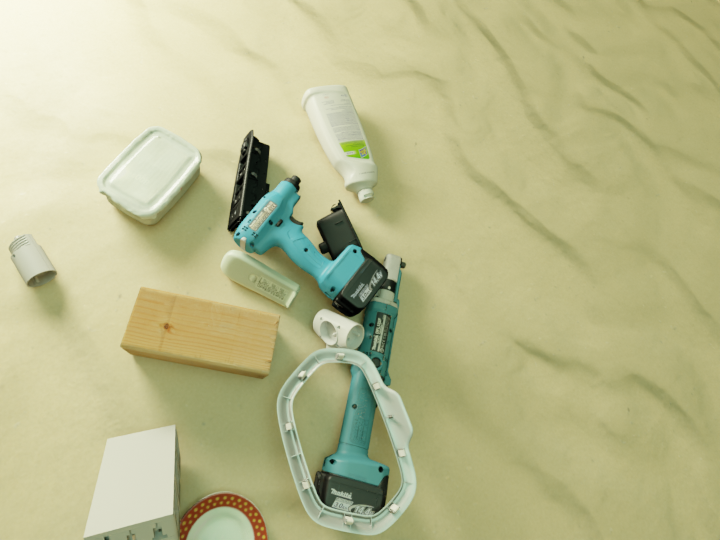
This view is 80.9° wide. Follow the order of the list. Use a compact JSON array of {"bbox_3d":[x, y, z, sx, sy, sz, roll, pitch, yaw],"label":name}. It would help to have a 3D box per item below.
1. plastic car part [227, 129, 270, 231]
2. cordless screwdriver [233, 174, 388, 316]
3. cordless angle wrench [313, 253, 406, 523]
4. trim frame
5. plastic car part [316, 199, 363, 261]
[{"bbox_3d":[-0.199,-0.169,0.778,0.064,0.067,0.208,8,66,-24],"label":"plastic car part"},{"bbox_3d":[-0.069,-0.045,0.710,0.251,0.074,0.159,34,68,3],"label":"cordless screwdriver"},{"bbox_3d":[0.018,0.157,0.692,0.097,0.074,0.429,17,63,-9],"label":"cordless angle wrench"},{"bbox_3d":[-0.016,0.230,0.596,0.179,0.027,0.257,-13,66,-22],"label":"trim frame"},{"bbox_3d":[-0.045,-0.059,0.776,0.070,0.065,0.119,-21,79,-7],"label":"plastic car part"}]
